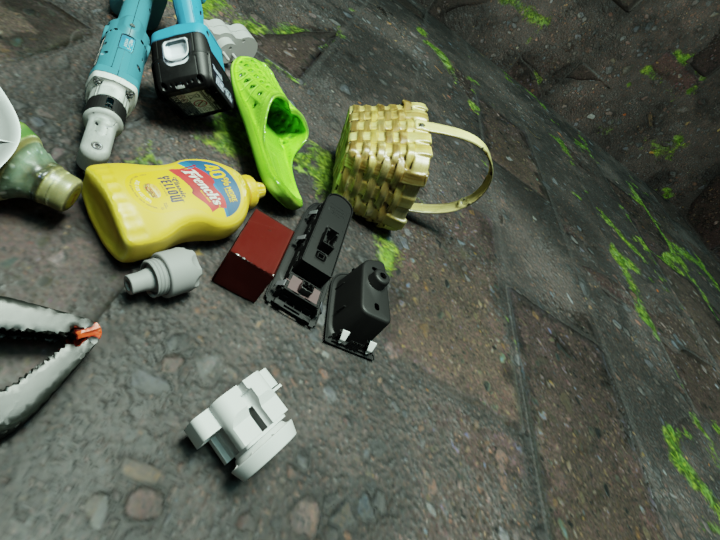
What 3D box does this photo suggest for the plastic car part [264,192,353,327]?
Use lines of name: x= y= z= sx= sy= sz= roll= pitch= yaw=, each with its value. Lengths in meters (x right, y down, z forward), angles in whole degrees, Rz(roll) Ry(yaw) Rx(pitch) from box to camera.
plastic car part: x=-0.050 y=-0.033 z=0.516 sx=0.065 sy=0.067 sz=0.206 roll=26 pitch=38 yaw=-10

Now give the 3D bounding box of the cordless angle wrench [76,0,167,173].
cordless angle wrench: x=-0.295 y=-0.282 z=0.531 sx=0.071 sy=0.099 sz=0.439 roll=17 pitch=47 yaw=-35

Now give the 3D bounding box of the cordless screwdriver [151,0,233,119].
cordless screwdriver: x=-0.225 y=-0.329 z=0.527 sx=0.075 sy=0.156 sz=0.253 roll=-10 pitch=79 yaw=2

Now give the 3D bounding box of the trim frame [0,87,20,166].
trim frame: x=-0.350 y=-0.070 z=0.263 sx=0.181 sy=0.028 sz=0.248 roll=37 pitch=58 yaw=-10

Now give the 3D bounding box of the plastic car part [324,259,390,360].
plastic car part: x=0.005 y=0.031 z=0.489 sx=0.063 sy=0.072 sz=0.120 roll=26 pitch=44 yaw=-23
